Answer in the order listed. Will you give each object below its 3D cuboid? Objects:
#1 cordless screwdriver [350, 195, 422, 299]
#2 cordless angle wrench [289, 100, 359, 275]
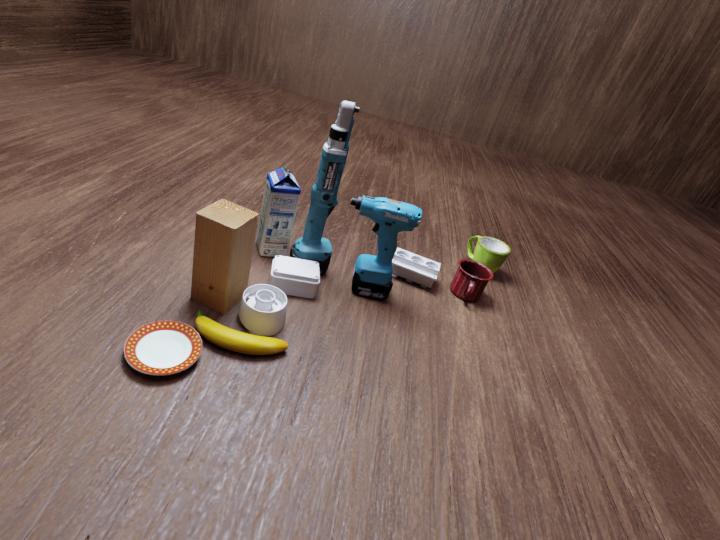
[{"bbox_3d":[0.029,-0.057,0.994,0.159,0.245,0.075,16,31,-2],"label":"cordless screwdriver"},{"bbox_3d":[-0.082,-0.180,0.980,0.095,0.416,0.077,7,32,-17],"label":"cordless angle wrench"}]
